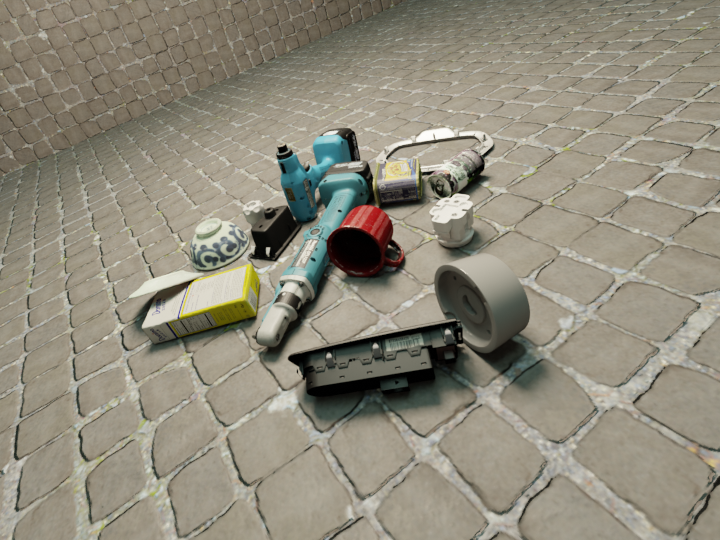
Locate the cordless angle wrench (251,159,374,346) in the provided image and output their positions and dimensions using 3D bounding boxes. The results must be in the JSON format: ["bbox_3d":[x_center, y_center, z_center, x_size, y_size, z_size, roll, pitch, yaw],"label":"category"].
[{"bbox_3d":[-0.070,-0.046,0.714,0.101,0.071,0.426,-2,42,23],"label":"cordless angle wrench"}]

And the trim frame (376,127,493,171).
[{"bbox_3d":[0.154,-0.262,0.919,0.258,0.026,0.185,-3,39,24],"label":"trim frame"}]

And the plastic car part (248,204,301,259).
[{"bbox_3d":[-0.166,-0.082,0.800,0.069,0.068,0.116,6,46,28],"label":"plastic car part"}]

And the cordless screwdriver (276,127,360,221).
[{"bbox_3d":[-0.090,-0.233,0.887,0.078,0.153,0.248,3,40,28],"label":"cordless screwdriver"}]

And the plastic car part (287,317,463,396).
[{"bbox_3d":[0.018,0.108,0.487,0.207,0.063,0.069,-9,62,12],"label":"plastic car part"}]
